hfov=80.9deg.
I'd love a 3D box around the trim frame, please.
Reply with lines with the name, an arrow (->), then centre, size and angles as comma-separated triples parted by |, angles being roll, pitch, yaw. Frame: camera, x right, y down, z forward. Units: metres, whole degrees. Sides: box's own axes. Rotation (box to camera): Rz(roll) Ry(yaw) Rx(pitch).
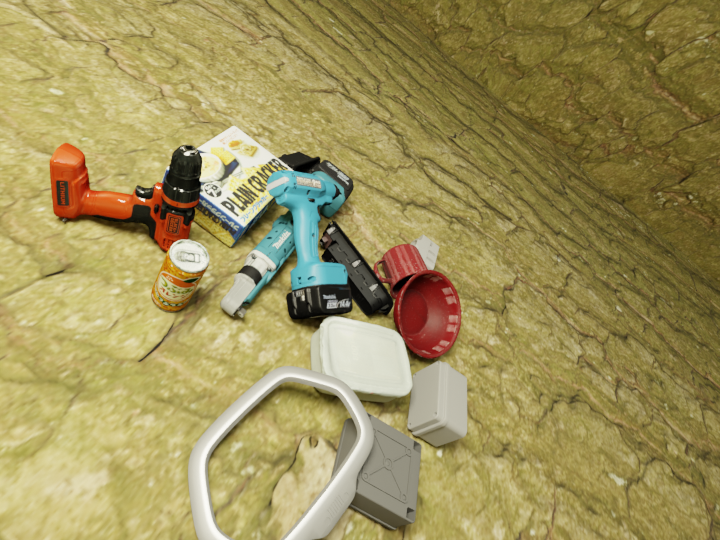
trim frame -> -0.092, 0.227, 0.517 | 0.190, 0.027, 0.244 | 36, 50, 17

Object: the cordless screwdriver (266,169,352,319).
cordless screwdriver -> -0.071, -0.046, 0.722 | 0.152, 0.077, 0.252 | -2, 77, -52

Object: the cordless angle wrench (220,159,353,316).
cordless angle wrench -> -0.130, -0.071, 0.774 | 0.097, 0.075, 0.423 | 37, 43, -8

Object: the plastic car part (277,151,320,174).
plastic car part -> -0.146, -0.226, 0.916 | 0.072, 0.065, 0.115 | 31, 36, 9

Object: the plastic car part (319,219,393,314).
plastic car part -> -0.015, 0.004, 0.796 | 0.065, 0.066, 0.207 | -32, 76, -39
